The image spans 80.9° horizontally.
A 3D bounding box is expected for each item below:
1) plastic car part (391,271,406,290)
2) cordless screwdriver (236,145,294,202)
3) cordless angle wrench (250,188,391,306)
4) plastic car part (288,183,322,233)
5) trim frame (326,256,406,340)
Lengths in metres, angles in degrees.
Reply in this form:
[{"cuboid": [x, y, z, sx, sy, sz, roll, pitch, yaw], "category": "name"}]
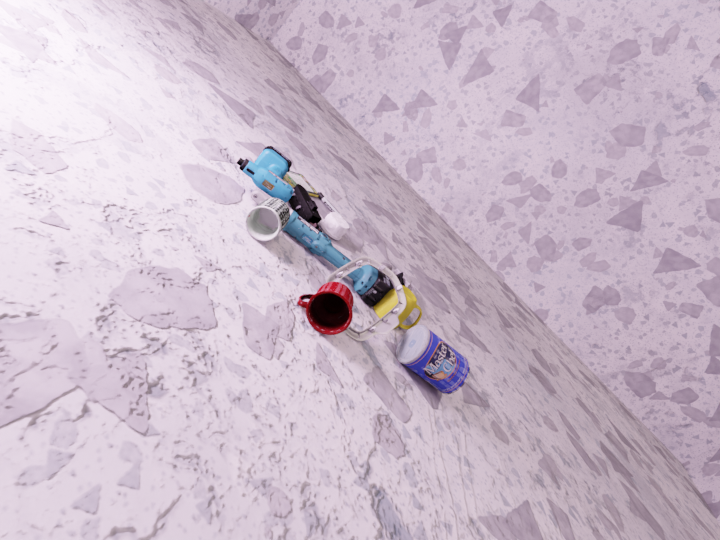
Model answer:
[{"cuboid": [0.109, 0.067, 1.231, 0.069, 0.067, 0.118, 53, 21, -19], "category": "plastic car part"}, {"cuboid": [-0.259, -0.280, 1.155, 0.153, 0.075, 0.258, 34, 18, -24], "category": "cordless screwdriver"}, {"cuboid": [-0.105, -0.069, 1.078, 0.416, 0.075, 0.099, 38, 19, -9], "category": "cordless angle wrench"}, {"cuboid": [-0.160, -0.179, 1.202, 0.063, 0.067, 0.213, 12, 34, -43], "category": "plastic car part"}, {"cuboid": [0.019, 0.061, 0.989, 0.241, 0.028, 0.187, -28, 81, -45], "category": "trim frame"}]
